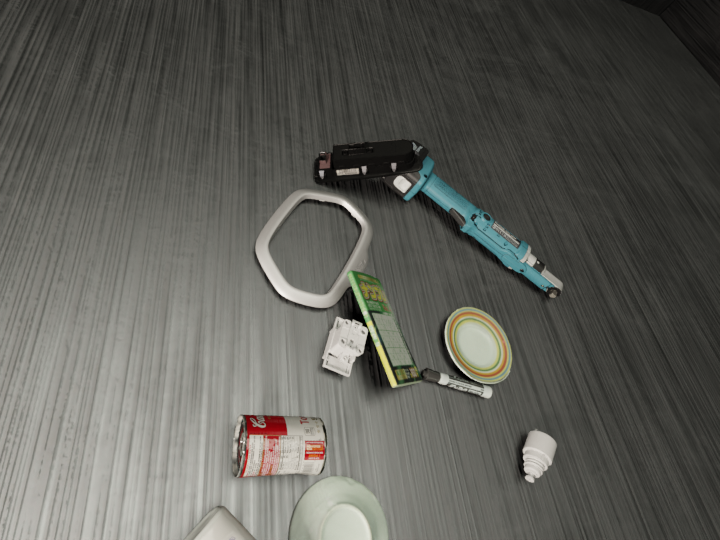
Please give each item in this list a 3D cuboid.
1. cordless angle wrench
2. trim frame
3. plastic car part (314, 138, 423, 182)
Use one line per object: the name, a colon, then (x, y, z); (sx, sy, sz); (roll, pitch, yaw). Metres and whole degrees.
cordless angle wrench: (0.235, -0.093, 0.852); (0.424, 0.074, 0.097); (39, 53, 2)
trim frame: (-0.070, -0.046, 0.720); (0.184, 0.027, 0.249); (29, 51, -2)
plastic car part: (0.013, -0.212, 0.788); (0.205, 0.064, 0.068); (-1, 53, 6)
